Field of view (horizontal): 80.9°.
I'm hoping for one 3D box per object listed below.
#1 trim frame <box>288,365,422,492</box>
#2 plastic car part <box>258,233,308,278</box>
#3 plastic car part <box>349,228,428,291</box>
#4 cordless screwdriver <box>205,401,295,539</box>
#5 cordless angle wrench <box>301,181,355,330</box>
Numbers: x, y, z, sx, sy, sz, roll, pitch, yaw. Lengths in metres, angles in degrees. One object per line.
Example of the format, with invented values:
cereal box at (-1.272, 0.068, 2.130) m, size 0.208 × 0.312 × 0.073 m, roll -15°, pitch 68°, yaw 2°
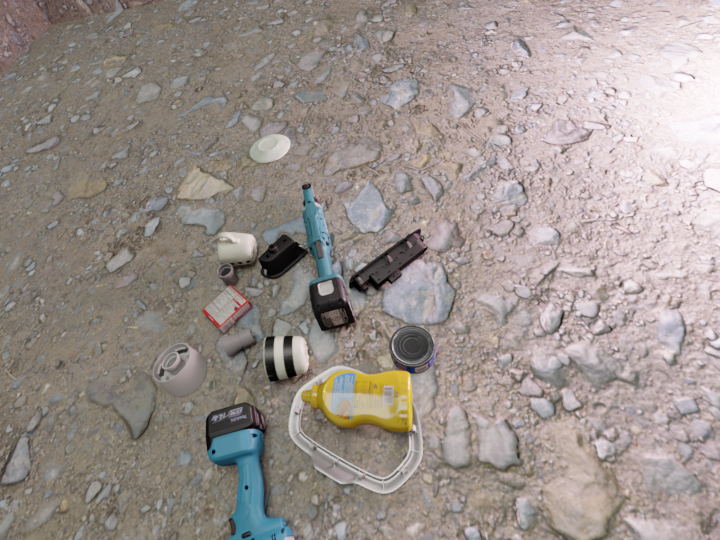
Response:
trim frame at (-0.012, 0.271, 0.744) m, size 0.260 × 0.026 × 0.184 m, roll 19°, pitch 63°, yaw 25°
plastic car part at (-0.191, -0.039, 0.994) m, size 0.070 × 0.068 × 0.115 m, roll 33°, pitch 66°, yaw 33°
plastic car part at (0.069, -0.017, 0.908) m, size 0.201 × 0.064 × 0.070 m, roll -40°, pitch 65°, yaw -14°
cordless screwdriver at (-0.214, 0.365, 0.707) m, size 0.159 × 0.071 × 0.260 m, roll -22°, pitch 56°, yaw -1°
cordless angle wrench at (-0.096, -0.063, 0.980) m, size 0.075 × 0.093 × 0.441 m, roll -17°, pitch 48°, yaw 1°
